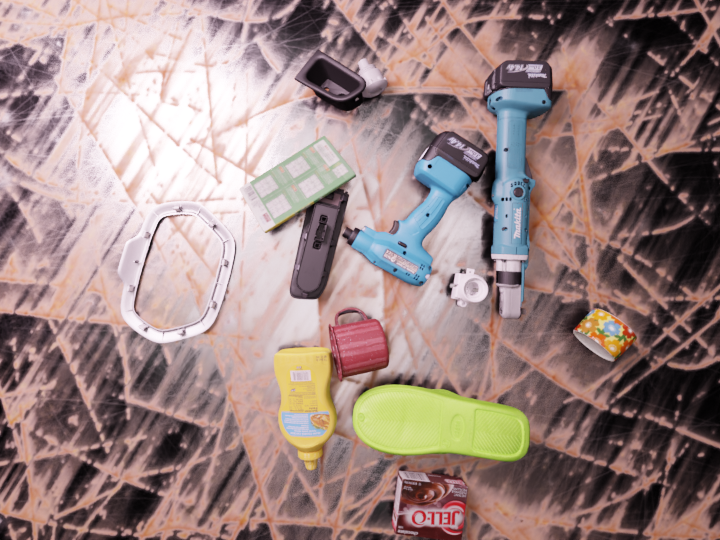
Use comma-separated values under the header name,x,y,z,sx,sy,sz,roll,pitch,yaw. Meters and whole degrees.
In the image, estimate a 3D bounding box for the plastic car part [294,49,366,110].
name,x,y,z,sx,sy,sz,roll,pitch,yaw
plastic car part,-0.042,-0.308,0.719,0.120,0.069,0.066,38,88,16

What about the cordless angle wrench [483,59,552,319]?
name,x,y,z,sx,sy,sz,roll,pitch,yaw
cordless angle wrench,0.256,-0.130,0.713,0.098,0.074,0.423,2,89,-2

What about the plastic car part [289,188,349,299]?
name,x,y,z,sx,sy,sz,roll,pitch,yaw
plastic car part,-0.070,-0.046,0.713,0.065,0.068,0.203,14,90,-10

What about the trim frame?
name,x,y,z,sx,sy,sz,roll,pitch,yaw
trim frame,-0.318,0.002,0.725,0.185,0.027,0.248,16,89,2

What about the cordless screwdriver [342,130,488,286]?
name,x,y,z,sx,sy,sz,roll,pitch,yaw
cordless screwdriver,0.089,-0.114,0.710,0.160,0.074,0.248,29,91,0
